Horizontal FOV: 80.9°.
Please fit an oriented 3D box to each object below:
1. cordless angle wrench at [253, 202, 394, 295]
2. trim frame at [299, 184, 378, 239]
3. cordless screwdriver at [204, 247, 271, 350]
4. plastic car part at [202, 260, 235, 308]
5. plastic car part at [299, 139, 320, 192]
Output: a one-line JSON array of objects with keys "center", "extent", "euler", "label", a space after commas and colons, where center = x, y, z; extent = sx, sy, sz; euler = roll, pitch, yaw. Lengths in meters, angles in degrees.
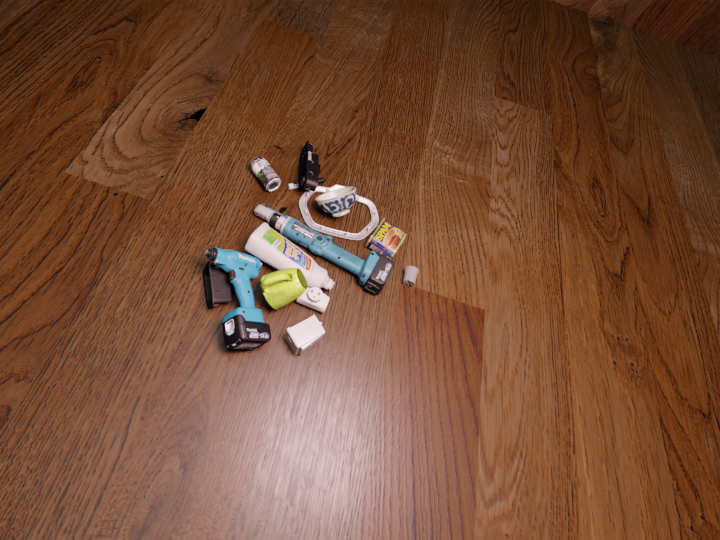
[{"center": [-0.115, -0.075, 1.178], "extent": [0.430, 0.073, 0.098], "euler": [28, 58, 8], "label": "cordless angle wrench"}, {"center": [-0.064, -0.181, 1.276], "extent": [0.248, 0.027, 0.188], "euler": [13, 57, -2], "label": "trim frame"}, {"center": [-0.300, 0.061, 1.013], "extent": [0.150, 0.076, 0.258], "euler": [22, 45, -48], "label": "cordless screwdriver"}, {"center": [-0.354, 0.041, 1.066], "extent": [0.068, 0.066, 0.120], "euler": [-3, 64, -32], "label": "plastic car part"}, {"center": [-0.158, -0.309, 1.299], "extent": [0.064, 0.067, 0.209], "euler": [24, 43, -25], "label": "plastic car part"}]
